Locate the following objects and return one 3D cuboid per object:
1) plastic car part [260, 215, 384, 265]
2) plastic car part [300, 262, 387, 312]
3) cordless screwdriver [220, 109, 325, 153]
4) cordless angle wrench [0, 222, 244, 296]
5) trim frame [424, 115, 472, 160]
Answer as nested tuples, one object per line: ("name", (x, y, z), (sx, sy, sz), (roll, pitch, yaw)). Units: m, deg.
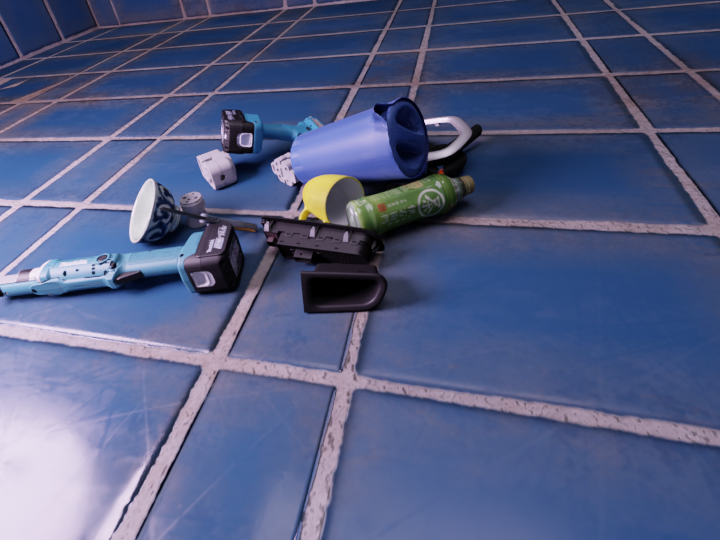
("plastic car part", (-0.066, -0.043, 0.671), (0.209, 0.063, 0.068), (5, 52, 16))
("plastic car part", (-0.023, 0.016, 0.604), (0.117, 0.064, 0.072), (-2, 27, 3))
("cordless screwdriver", (-0.181, -0.298, 0.941), (0.241, 0.073, 0.168), (-6, 38, -23))
("cordless angle wrench", (-0.405, 0.001, 0.685), (0.427, 0.071, 0.101), (-7, 41, 7))
("trim frame", (0.102, -0.262, 0.874), (0.260, 0.026, 0.185), (3, 46, 30))
